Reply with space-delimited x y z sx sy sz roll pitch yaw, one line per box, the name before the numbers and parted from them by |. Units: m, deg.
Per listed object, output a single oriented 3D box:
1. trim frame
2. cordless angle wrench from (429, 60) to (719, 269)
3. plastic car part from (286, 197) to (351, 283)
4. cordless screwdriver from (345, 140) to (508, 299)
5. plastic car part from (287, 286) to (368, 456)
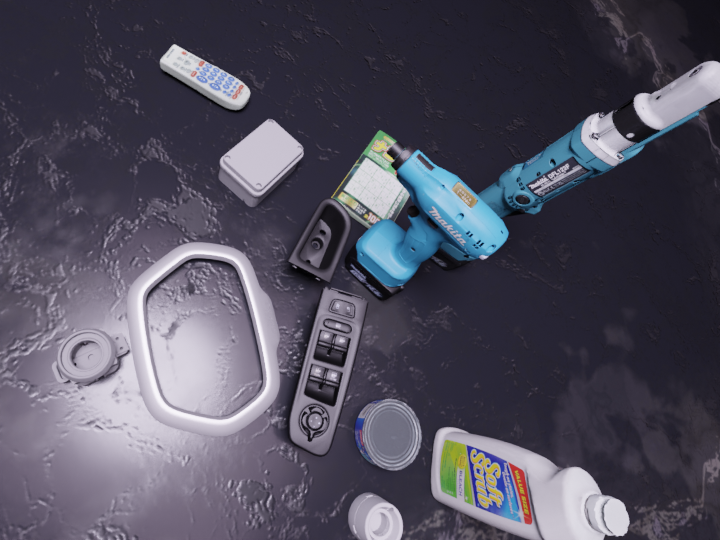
trim frame | -0.194 0.082 0.542 0.179 0.028 0.254 -13 75 -23
cordless angle wrench | 0.211 -0.105 0.531 0.097 0.428 0.074 37 63 -9
plastic car part | -0.060 -0.039 0.610 0.065 0.072 0.117 28 64 -11
cordless screwdriver | 0.052 -0.055 0.555 0.159 0.252 0.074 46 62 -3
plastic car part | -0.050 0.128 0.553 0.065 0.068 0.206 19 65 -15
